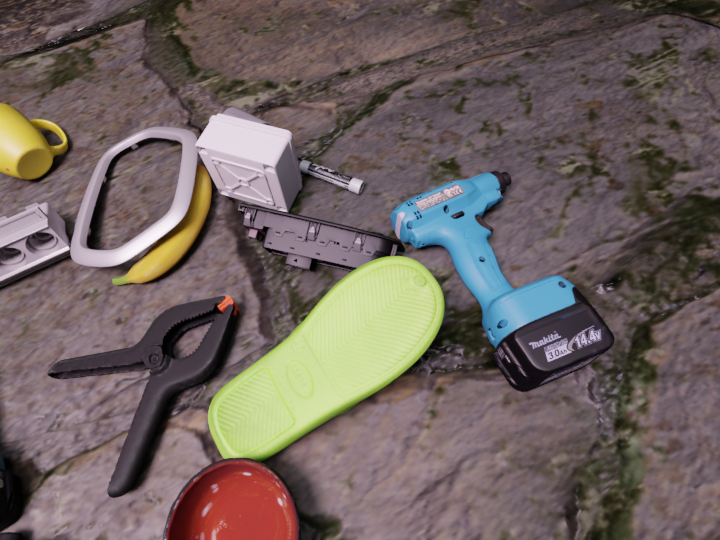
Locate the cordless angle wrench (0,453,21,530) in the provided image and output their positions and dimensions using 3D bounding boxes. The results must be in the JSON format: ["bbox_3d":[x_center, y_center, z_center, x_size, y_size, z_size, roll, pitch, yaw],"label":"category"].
[{"bbox_3d":[-0.471,0.082,0.473,0.097,0.072,0.443,-29,61,-12],"label":"cordless angle wrench"}]

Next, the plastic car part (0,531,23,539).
[{"bbox_3d":[-0.312,0.270,0.366,0.117,0.063,0.073,-5,47,4],"label":"plastic car part"}]

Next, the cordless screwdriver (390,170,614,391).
[{"bbox_3d":[0.162,-0.009,0.470,0.157,0.072,0.260,-25,59,-10],"label":"cordless screwdriver"}]

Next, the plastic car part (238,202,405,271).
[{"bbox_3d":[-0.049,-0.032,0.505,0.206,0.064,0.068,9,73,9],"label":"plastic car part"}]

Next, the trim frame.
[{"bbox_3d":[-0.302,-0.109,0.566,0.186,0.026,0.257,-15,56,8],"label":"trim frame"}]
